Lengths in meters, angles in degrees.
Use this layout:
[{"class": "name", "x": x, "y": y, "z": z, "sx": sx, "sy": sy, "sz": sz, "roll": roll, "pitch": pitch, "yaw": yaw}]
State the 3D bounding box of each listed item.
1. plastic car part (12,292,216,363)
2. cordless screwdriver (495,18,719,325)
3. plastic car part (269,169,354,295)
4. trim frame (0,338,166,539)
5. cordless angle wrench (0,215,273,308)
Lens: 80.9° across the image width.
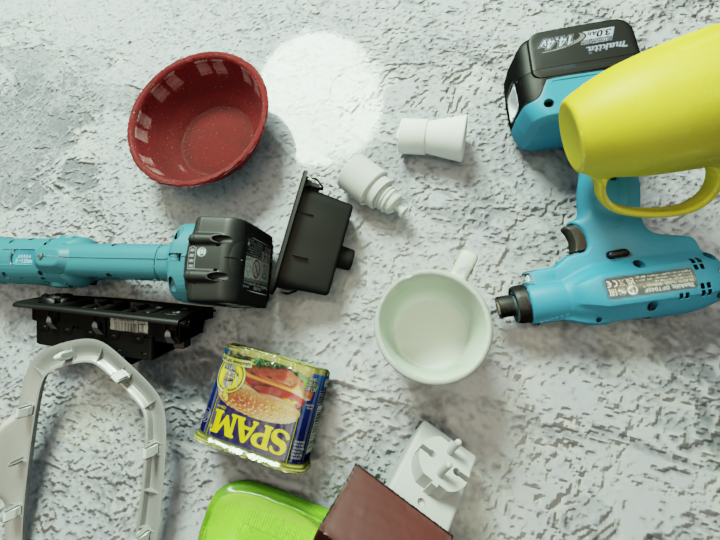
[{"class": "plastic car part", "x": -0.253, "y": 0.056, "z": 0.431, "sx": 0.208, "sy": 0.065, "sz": 0.066, "roll": 8, "pitch": 104, "yaw": 12}, {"class": "cordless screwdriver", "x": 0.177, "y": -0.079, "z": 0.366, "sx": 0.161, "sy": 0.072, "sz": 0.253, "roll": -11, "pitch": 77, "yaw": 9}, {"class": "plastic car part", "x": -0.040, "y": -0.026, "z": 0.408, "sx": 0.071, "sy": 0.066, "sz": 0.117, "roll": 12, "pitch": 81, "yaw": -2}, {"class": "trim frame", "x": -0.264, "y": 0.189, "z": 0.390, "sx": 0.189, "sy": 0.027, "sz": 0.249, "roll": 5, "pitch": 88, "yaw": 16}, {"class": "cordless angle wrench", "x": -0.302, "y": -0.009, "z": 0.442, "sx": 0.434, "sy": 0.094, "sz": 0.075, "roll": 1, "pitch": 80, "yaw": 16}]
